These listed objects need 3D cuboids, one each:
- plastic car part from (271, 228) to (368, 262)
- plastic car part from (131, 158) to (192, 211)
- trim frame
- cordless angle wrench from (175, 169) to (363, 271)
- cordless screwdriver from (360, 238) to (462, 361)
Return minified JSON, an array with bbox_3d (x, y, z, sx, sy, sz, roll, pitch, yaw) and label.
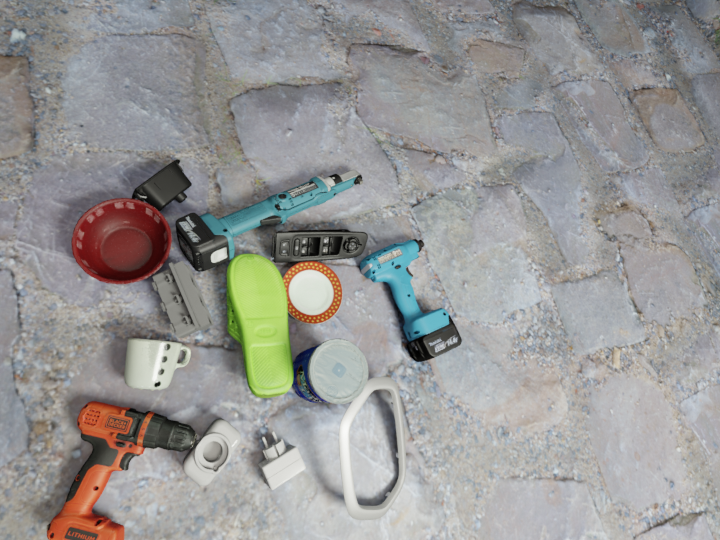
[{"bbox_3d":[-0.085,-0.056,0.874,0.198,0.070,0.065,-2,108,-16],"label":"plastic car part"},{"bbox_3d":[-0.376,-0.160,0.826,0.069,0.068,0.115,52,59,-15],"label":"plastic car part"},{"bbox_3d":[0.027,0.310,0.741,0.177,0.029,0.247,-12,95,-44],"label":"trim frame"},{"bbox_3d":[-0.162,-0.131,0.868,0.413,0.073,0.102,-30,60,-29],"label":"cordless angle wrench"},{"bbox_3d":[0.122,0.054,0.894,0.155,0.074,0.255,-24,76,-24],"label":"cordless screwdriver"}]
